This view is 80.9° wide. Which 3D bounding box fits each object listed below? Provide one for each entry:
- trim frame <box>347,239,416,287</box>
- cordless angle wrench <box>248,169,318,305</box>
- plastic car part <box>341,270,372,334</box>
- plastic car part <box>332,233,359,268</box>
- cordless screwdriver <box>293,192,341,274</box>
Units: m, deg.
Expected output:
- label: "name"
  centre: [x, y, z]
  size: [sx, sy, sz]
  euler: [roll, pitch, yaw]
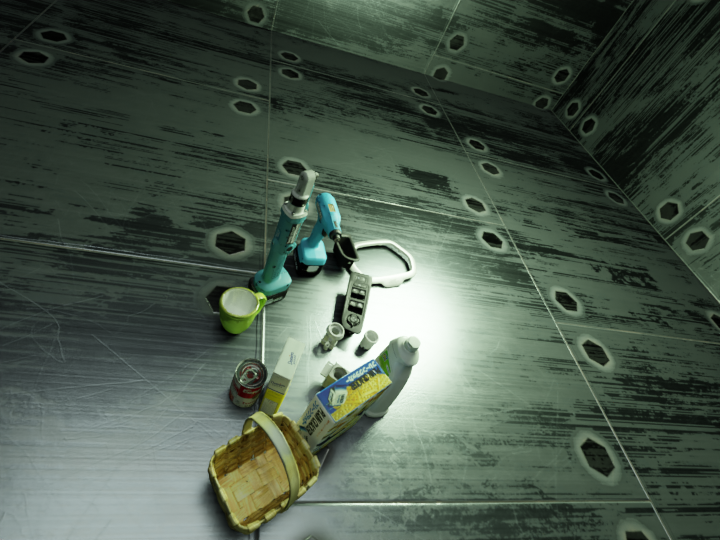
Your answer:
- label: "trim frame"
  centre: [0.068, -0.027, 1.360]
  size: [0.239, 0.027, 0.193]
  euler: [-8, 52, -28]
- label: "cordless angle wrench"
  centre: [-0.183, -0.069, 1.013]
  size: [0.094, 0.420, 0.077]
  euler: [-17, 60, -38]
- label: "plastic car part"
  centre: [-0.018, 0.097, 1.177]
  size: [0.066, 0.066, 0.207]
  euler: [19, 44, -8]
- label: "plastic car part"
  centre: [-0.052, -0.052, 1.303]
  size: [0.064, 0.070, 0.122]
  euler: [0, 49, -25]
- label: "cordless screwdriver"
  centre: [-0.115, -0.075, 1.172]
  size: [0.072, 0.247, 0.166]
  euler: [3, 49, -25]
